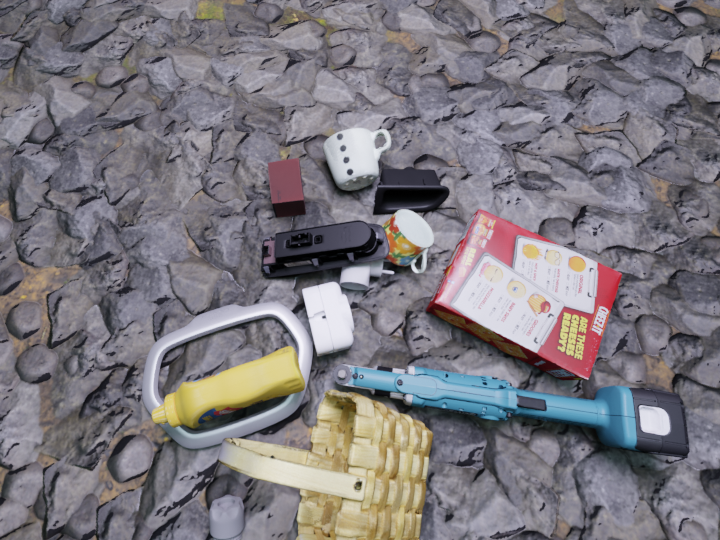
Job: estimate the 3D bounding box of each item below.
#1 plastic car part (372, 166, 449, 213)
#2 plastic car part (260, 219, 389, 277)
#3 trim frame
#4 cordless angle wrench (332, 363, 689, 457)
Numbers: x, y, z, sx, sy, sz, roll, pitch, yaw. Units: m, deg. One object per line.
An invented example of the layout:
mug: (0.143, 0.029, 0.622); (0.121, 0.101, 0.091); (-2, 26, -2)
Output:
plastic car part: (0.076, -0.138, 0.688); (0.116, 0.064, 0.073); (-5, 57, -5)
plastic car part: (-0.061, -0.040, 0.623); (0.207, 0.064, 0.068); (-6, 62, 14)
trim frame: (-0.188, 0.140, 0.605); (0.247, 0.027, 0.189); (-20, 72, -4)
cordless angle wrench: (0.173, 0.169, 0.560); (0.429, 0.095, 0.075); (7, 71, 8)
